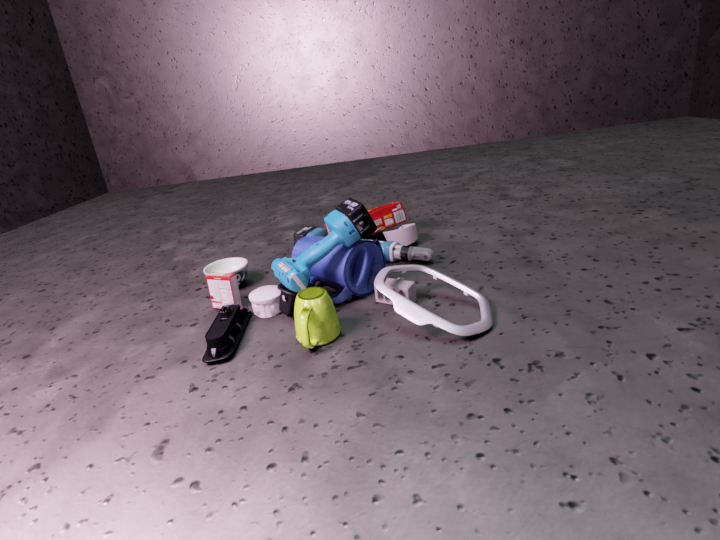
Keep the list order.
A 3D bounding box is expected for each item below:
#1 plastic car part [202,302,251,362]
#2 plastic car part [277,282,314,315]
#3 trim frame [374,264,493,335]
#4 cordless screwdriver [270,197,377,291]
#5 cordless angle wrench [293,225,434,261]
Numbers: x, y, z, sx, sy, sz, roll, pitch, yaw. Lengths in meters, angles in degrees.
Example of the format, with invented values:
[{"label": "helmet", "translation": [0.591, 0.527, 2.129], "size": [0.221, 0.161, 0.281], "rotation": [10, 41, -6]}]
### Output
[{"label": "plastic car part", "translation": [-0.283, 0.120, 0.896], "size": [0.066, 0.065, 0.208], "rotation": [-1, 25, -2]}, {"label": "plastic car part", "translation": [-0.156, 0.064, 0.956], "size": [0.067, 0.070, 0.115], "rotation": [13, 15, 9]}, {"label": "trim frame", "translation": [0.145, 0.053, 0.853], "size": [0.262, 0.027, 0.178], "rotation": [30, 38, 30]}, {"label": "cordless screwdriver", "translation": [-0.094, -0.062, 0.963], "size": [0.247, 0.071, 0.167], "rotation": [-42, 30, -11]}, {"label": "cordless angle wrench", "translation": [-0.001, -0.067, 1.215], "size": [0.443, 0.072, 0.096], "rotation": [9, 27, 31]}]
